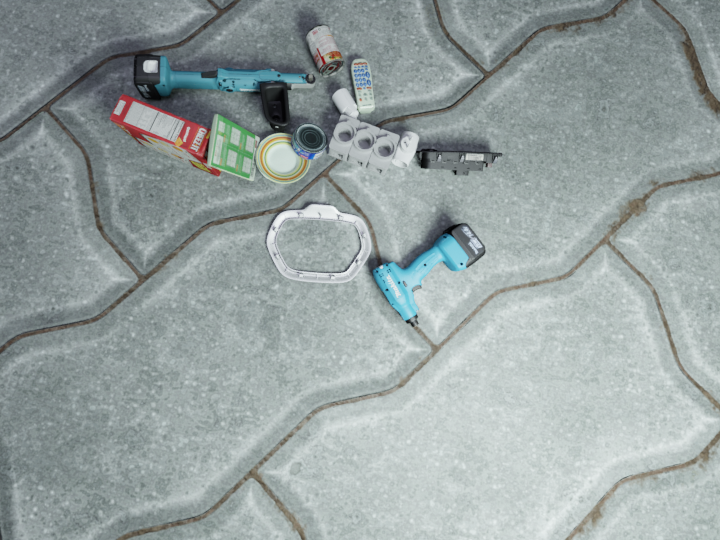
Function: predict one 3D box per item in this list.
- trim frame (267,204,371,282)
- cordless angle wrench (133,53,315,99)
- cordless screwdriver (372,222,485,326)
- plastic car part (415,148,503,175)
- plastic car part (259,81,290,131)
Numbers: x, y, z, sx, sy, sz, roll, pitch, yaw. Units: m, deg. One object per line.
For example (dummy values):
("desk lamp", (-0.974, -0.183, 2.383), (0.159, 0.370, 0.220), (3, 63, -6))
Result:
("trim frame", (-0.098, -0.064, 1.004), (0.249, 0.027, 0.185), (4, 81, 1))
("cordless angle wrench", (-0.320, -0.464, 1.027), (0.419, 0.098, 0.075), (-1, 84, -6))
("cordless screwdriver", (0.170, 0.007, 0.980), (0.248, 0.074, 0.161), (-31, 85, -2))
("plastic car part", (0.230, -0.266, 1.028), (0.202, 0.068, 0.066), (6, 109, -3))
("plastic car part", (-0.204, -0.385, 1.020), (0.065, 0.071, 0.118), (-7, 79, -10))
